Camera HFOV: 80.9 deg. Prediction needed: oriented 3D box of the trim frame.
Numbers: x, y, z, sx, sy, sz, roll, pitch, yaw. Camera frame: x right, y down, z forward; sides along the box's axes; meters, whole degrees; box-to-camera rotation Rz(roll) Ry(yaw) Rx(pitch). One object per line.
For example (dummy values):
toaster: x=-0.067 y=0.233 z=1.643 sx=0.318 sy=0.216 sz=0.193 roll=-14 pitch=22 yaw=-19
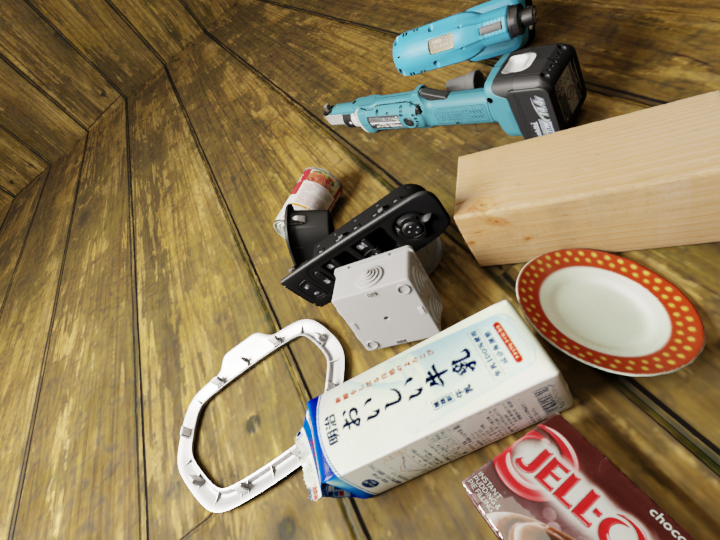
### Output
trim frame: x=-0.123 y=0.158 z=0.497 sx=0.250 sy=0.026 sz=0.193 roll=-37 pitch=42 yaw=8

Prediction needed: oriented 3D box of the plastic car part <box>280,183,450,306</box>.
plastic car part: x=0.005 y=-0.029 z=0.459 sx=0.208 sy=0.063 sz=0.068 roll=-29 pitch=32 yaw=36

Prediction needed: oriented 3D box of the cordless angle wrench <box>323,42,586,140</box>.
cordless angle wrench: x=0.086 y=-0.241 z=0.628 sx=0.447 sy=0.093 sz=0.074 roll=18 pitch=68 yaw=48

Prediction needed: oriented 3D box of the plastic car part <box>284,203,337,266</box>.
plastic car part: x=-0.054 y=-0.035 z=0.551 sx=0.072 sy=0.112 sz=0.068 roll=-2 pitch=52 yaw=5

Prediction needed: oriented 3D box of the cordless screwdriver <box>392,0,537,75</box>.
cordless screwdriver: x=0.169 y=-0.312 z=0.547 sx=0.167 sy=0.072 sz=0.244 roll=4 pitch=31 yaw=39
